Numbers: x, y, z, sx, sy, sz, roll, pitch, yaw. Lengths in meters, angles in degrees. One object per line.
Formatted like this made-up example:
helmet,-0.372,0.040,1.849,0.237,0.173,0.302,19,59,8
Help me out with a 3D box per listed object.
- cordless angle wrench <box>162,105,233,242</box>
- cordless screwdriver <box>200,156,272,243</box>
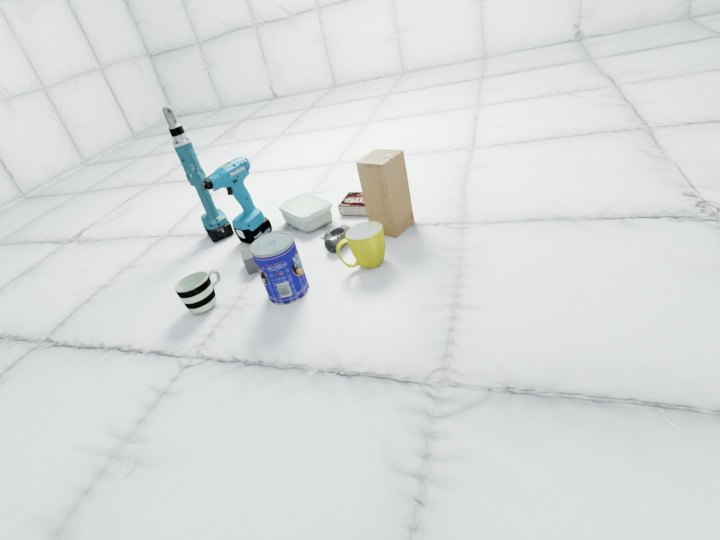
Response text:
cordless angle wrench,-0.496,-0.285,1.275,0.073,0.407,0.103,-27,33,-20
cordless screwdriver,-0.357,-0.187,1.224,0.078,0.239,0.157,13,41,37
